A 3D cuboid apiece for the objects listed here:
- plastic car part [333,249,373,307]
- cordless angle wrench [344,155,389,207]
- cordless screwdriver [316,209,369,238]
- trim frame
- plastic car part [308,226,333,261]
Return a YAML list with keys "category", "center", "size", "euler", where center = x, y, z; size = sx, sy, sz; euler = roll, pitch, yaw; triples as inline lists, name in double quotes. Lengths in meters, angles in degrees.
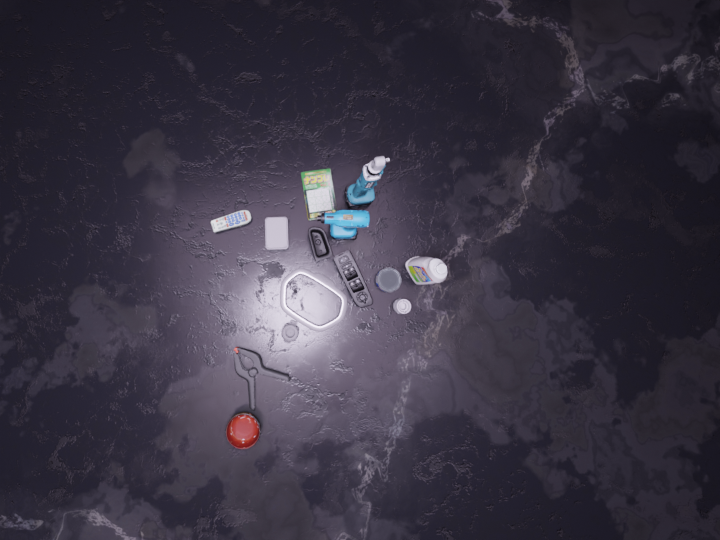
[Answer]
- category: "plastic car part"
  center: [-0.025, 0.034, 1.457]
  size: [0.066, 0.067, 0.205]
  euler: [-26, 85, -7]
- category: "cordless angle wrench"
  center: [0.020, -0.277, 1.320]
  size: [0.097, 0.424, 0.075]
  euler: [-9, 88, -9]
- category: "cordless screwdriver"
  center: [-0.068, -0.152, 1.387]
  size: [0.158, 0.249, 0.075]
  euler: [1, 86, -7]
- category: "trim frame"
  center: [-0.164, 0.100, 1.462]
  size: [0.249, 0.027, 0.184]
  euler: [31, 82, 1]
- category: "plastic car part"
  center: [-0.143, -0.094, 1.466]
  size: [0.065, 0.071, 0.117]
  euler: [-17, 85, -7]
